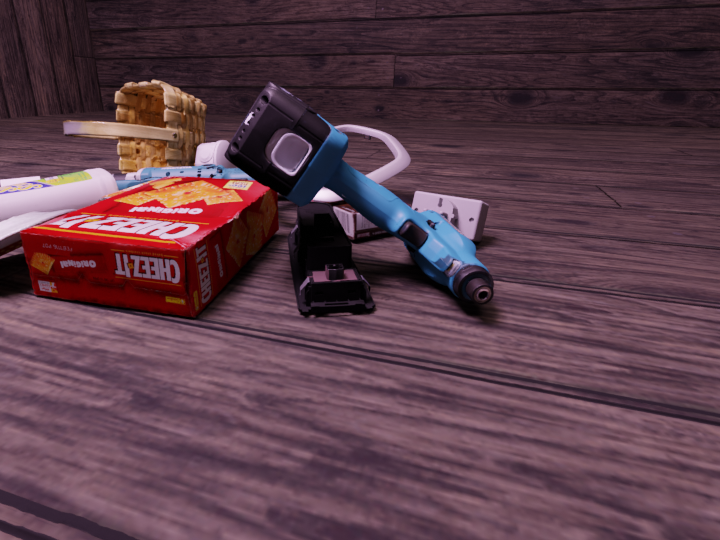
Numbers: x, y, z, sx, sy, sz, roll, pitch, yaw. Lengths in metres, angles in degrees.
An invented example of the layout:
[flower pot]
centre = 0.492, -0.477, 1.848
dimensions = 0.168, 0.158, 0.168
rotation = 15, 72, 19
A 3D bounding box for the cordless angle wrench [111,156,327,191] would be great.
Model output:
[cordless angle wrench]
centre = -0.243, -0.144, 0.687
dimensions = 0.422, 0.072, 0.100
rotation = -3, 25, -1

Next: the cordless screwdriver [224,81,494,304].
[cordless screwdriver]
centre = 0.004, -0.063, 0.377
dimensions = 0.241, 0.074, 0.164
rotation = 32, 15, -17

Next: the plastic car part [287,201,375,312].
[plastic car part]
centre = -0.043, -0.028, 0.437
dimensions = 0.066, 0.065, 0.210
rotation = -10, 22, -8

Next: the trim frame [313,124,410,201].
[trim frame]
centre = -0.041, -0.162, 0.616
dimensions = 0.194, 0.027, 0.243
rotation = 34, 52, 30
